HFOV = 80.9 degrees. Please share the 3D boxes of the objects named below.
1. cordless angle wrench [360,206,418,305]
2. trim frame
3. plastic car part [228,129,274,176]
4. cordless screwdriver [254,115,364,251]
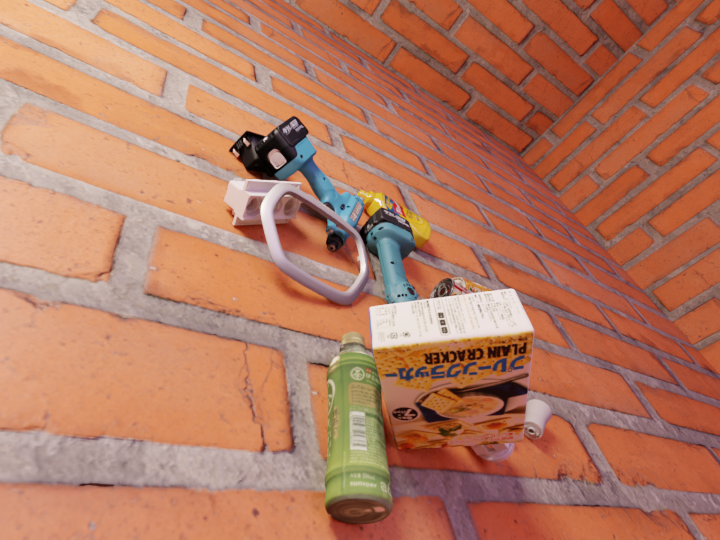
[{"bbox_3d":[0.074,0.052,0.752,0.094,0.075,0.438,22,37,-26],"label":"cordless angle wrench"},{"bbox_3d":[-0.069,-0.045,0.707,0.236,0.028,0.188,30,50,-33],"label":"trim frame"},{"bbox_3d":[-0.192,-0.223,0.846,0.111,0.067,0.073,5,61,-49],"label":"plastic car part"},{"bbox_3d":[-0.094,-0.160,0.804,0.241,0.076,0.160,48,38,-19],"label":"cordless screwdriver"}]
